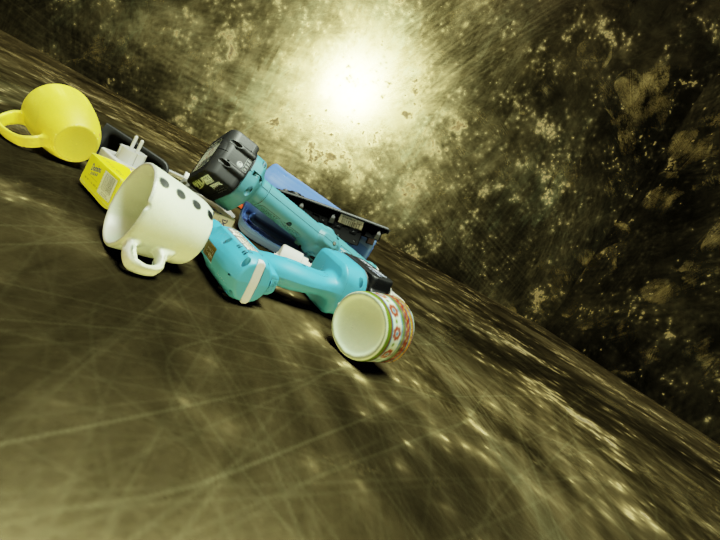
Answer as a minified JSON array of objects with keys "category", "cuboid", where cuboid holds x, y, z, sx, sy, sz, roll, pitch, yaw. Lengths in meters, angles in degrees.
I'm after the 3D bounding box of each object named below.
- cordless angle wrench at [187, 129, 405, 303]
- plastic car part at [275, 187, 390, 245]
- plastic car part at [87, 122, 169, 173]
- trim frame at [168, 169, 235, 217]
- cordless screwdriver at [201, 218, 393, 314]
[{"category":"cordless angle wrench","cuboid":[-0.064,-0.042,0.655,0.403,0.075,0.102,39,-26,-29]},{"category":"plastic car part","cuboid":[-0.058,-0.084,0.711,0.201,0.067,0.067,24,7,-5]},{"category":"plastic car part","cuboid":[-0.363,-0.169,0.677,0.114,0.066,0.072,31,-7,-11]},{"category":"trim frame","cuboid":[-0.332,-0.161,0.816,0.174,0.027,0.263,23,9,-42]},{"category":"cordless screwdriver","cuboid":[-0.087,-0.004,0.541,0.235,0.074,0.169,16,15,-43]}]
